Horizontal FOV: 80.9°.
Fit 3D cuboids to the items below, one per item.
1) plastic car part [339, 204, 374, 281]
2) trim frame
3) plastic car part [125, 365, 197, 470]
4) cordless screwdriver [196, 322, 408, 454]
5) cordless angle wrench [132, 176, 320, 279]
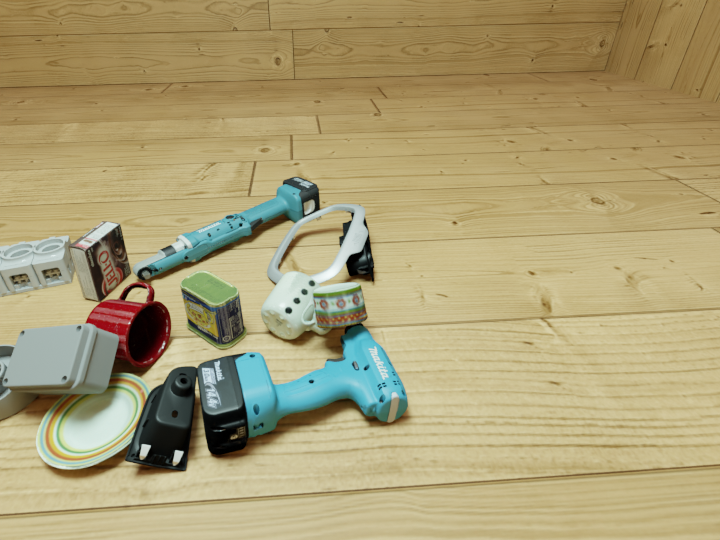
[{"bbox_3d":[-0.008,-0.053,0.824,0.067,0.064,0.210,-11,35,0],"label":"plastic car part"},{"bbox_3d":[-0.078,-0.051,0.799,0.191,0.026,0.250,-7,39,26],"label":"trim frame"},{"bbox_3d":[-0.220,0.159,0.498,0.064,0.071,0.121,20,30,-22],"label":"plastic car part"},{"bbox_3d":[-0.080,0.134,0.546,0.243,0.072,0.167,-7,34,-15],"label":"cordless screwdriver"},{"bbox_3d":[-0.264,-0.087,0.877,0.103,0.072,0.413,28,46,35],"label":"cordless angle wrench"}]
